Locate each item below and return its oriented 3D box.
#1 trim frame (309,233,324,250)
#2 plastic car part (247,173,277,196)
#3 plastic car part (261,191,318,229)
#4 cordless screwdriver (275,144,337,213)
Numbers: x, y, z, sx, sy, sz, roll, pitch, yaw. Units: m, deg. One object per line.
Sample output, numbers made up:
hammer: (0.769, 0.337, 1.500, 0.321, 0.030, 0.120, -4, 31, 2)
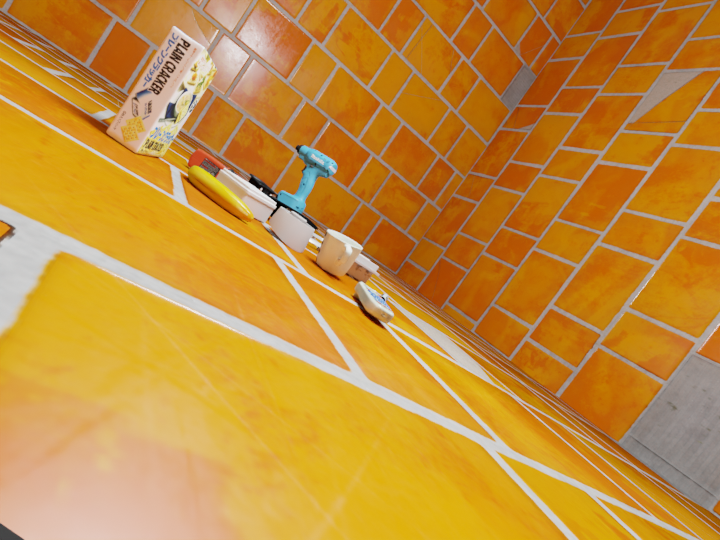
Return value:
trim frame: (-0.124, -0.081, 1.268, 0.234, 0.027, 0.195, 31, 6, -46)
plastic car part: (-0.308, -0.233, 1.248, 0.062, 0.071, 0.123, 31, 5, -41)
plastic car part: (-0.200, -0.144, 1.104, 0.215, 0.067, 0.062, 38, 5, 37)
cordless screwdriver: (-0.202, -0.277, 1.356, 0.166, 0.249, 0.071, 37, 4, 22)
